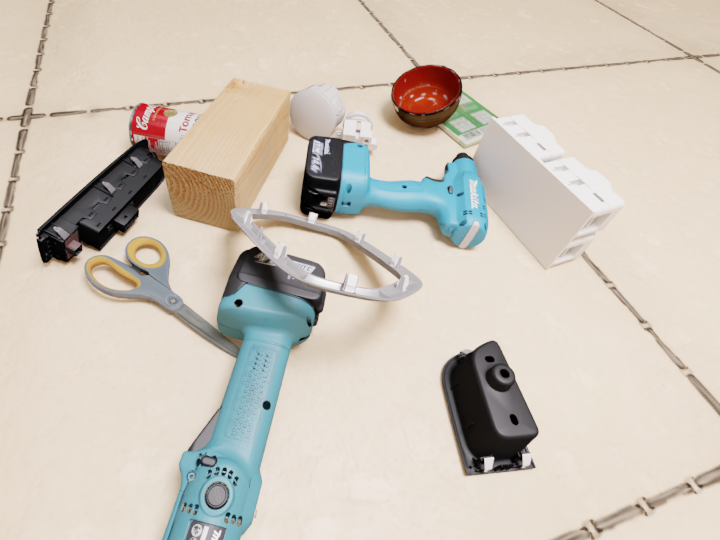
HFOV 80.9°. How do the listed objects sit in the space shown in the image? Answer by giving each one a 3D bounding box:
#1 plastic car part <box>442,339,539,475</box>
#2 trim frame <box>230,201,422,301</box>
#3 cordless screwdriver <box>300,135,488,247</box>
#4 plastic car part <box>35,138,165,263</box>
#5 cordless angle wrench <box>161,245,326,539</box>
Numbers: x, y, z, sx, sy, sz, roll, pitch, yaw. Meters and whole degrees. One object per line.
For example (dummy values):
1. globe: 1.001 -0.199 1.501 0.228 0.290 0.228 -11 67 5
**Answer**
1. plastic car part: 0.121 0.117 0.391 0.065 0.069 0.121 -2 55 -12
2. trim frame: -0.044 -0.029 0.446 0.176 0.027 0.262 4 22 -33
3. cordless screwdriver: 0.047 -0.125 0.578 0.248 0.073 0.163 11 53 -2
4. plastic car part: -0.302 -0.090 0.521 0.067 0.066 0.206 19 51 -6
5. cordless angle wrench: -0.111 0.172 0.323 0.097 0.073 0.431 14 54 -5
